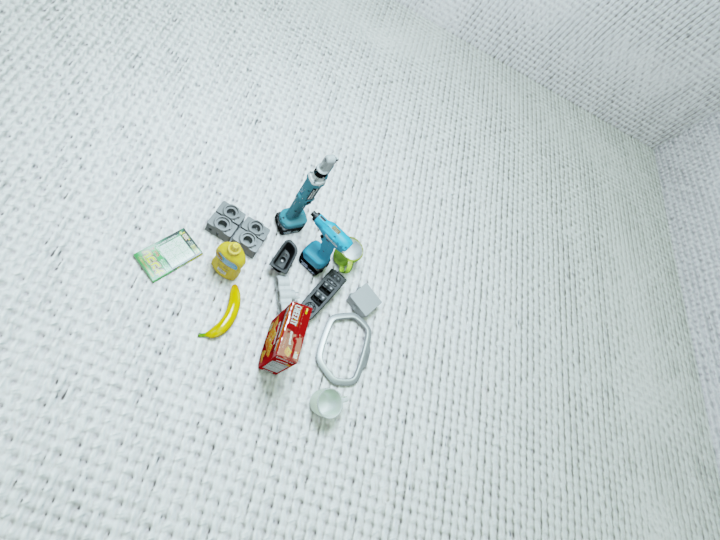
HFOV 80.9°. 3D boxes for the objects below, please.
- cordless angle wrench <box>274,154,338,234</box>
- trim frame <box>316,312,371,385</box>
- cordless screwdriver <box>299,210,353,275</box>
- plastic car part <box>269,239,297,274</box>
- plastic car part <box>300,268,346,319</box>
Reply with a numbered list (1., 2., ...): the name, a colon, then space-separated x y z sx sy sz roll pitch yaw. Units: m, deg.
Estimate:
1. cordless angle wrench: -0.173 -0.239 1.346 0.094 0.428 0.076 -12 75 -30
2. trim frame: -0.049 0.254 1.393 0.180 0.028 0.251 24 59 -11
3. cordless screwdriver: -0.136 -0.089 1.392 0.160 0.251 0.073 46 57 -1
4. plastic car part: -0.259 -0.038 1.423 0.065 0.072 0.117 32 58 -9
5. plastic car part: -0.136 0.085 1.416 0.066 0.068 0.201 42 57 -2
